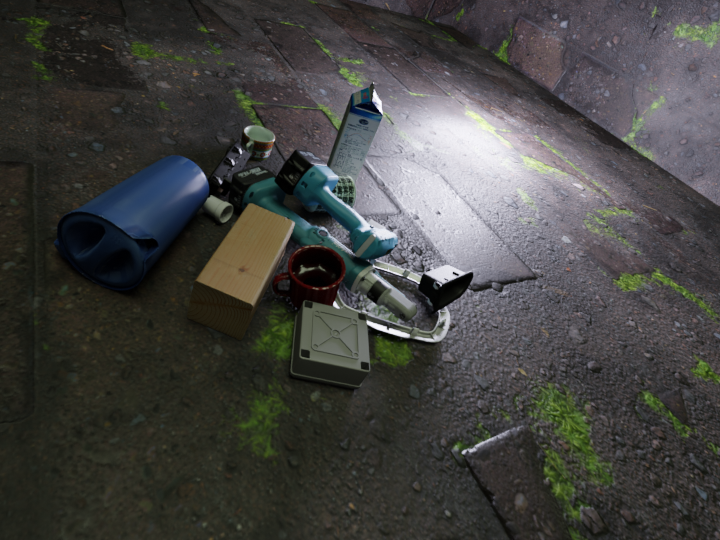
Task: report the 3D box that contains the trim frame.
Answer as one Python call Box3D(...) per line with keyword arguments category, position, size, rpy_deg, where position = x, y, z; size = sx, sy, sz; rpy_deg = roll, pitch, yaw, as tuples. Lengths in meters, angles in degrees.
Box3D(category="trim frame", position=(0.053, 0.048, 0.782), size=(0.245, 0.027, 0.188), rpy_deg=(19, 41, -7))

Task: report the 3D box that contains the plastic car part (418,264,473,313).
Box3D(category="plastic car part", position=(0.153, 0.022, 0.802), size=(0.075, 0.065, 0.112), rpy_deg=(33, 36, 30))

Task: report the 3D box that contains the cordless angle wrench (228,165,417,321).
Box3D(category="cordless angle wrench", position=(-0.076, -0.049, 0.773), size=(0.440, 0.073, 0.095), rpy_deg=(38, 42, 22))

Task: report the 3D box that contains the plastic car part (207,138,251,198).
Box3D(category="plastic car part", position=(-0.275, -0.213, 0.887), size=(0.065, 0.066, 0.208), rpy_deg=(23, 39, -18))

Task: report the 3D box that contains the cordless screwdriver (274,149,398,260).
Box3D(category="cordless screwdriver", position=(-0.035, -0.119, 0.793), size=(0.256, 0.074, 0.154), rpy_deg=(44, 21, 14))
